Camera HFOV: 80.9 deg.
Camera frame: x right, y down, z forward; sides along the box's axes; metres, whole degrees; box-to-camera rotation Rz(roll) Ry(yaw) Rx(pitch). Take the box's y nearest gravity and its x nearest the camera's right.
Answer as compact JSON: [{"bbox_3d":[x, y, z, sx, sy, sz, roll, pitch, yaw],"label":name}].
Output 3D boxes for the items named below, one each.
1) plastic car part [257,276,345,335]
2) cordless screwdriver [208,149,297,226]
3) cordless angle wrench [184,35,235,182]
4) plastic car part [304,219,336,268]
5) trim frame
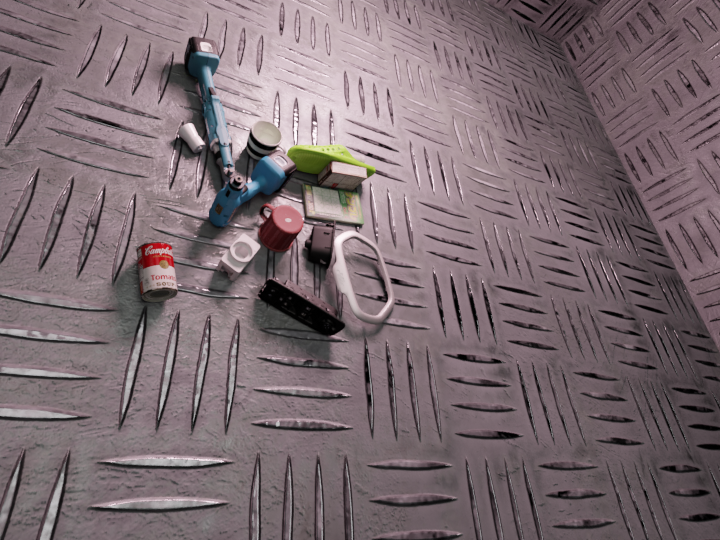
[{"bbox_3d":[-0.127,0.078,0.951,0.200,0.066,0.068,34,25,-6],"label":"plastic car part"},{"bbox_3d":[-0.245,-0.210,0.995,0.074,0.161,0.246,44,47,-4],"label":"cordless screwdriver"},{"bbox_3d":[-0.383,-0.415,1.099,0.071,0.099,0.434,-5,68,-34],"label":"cordless angle wrench"},{"bbox_3d":[-0.103,-0.068,1.058,0.070,0.065,0.119,12,59,-8],"label":"plastic car part"},{"bbox_3d":[0.008,0.015,1.063,0.175,0.028,0.253,-2,71,-44],"label":"trim frame"}]
